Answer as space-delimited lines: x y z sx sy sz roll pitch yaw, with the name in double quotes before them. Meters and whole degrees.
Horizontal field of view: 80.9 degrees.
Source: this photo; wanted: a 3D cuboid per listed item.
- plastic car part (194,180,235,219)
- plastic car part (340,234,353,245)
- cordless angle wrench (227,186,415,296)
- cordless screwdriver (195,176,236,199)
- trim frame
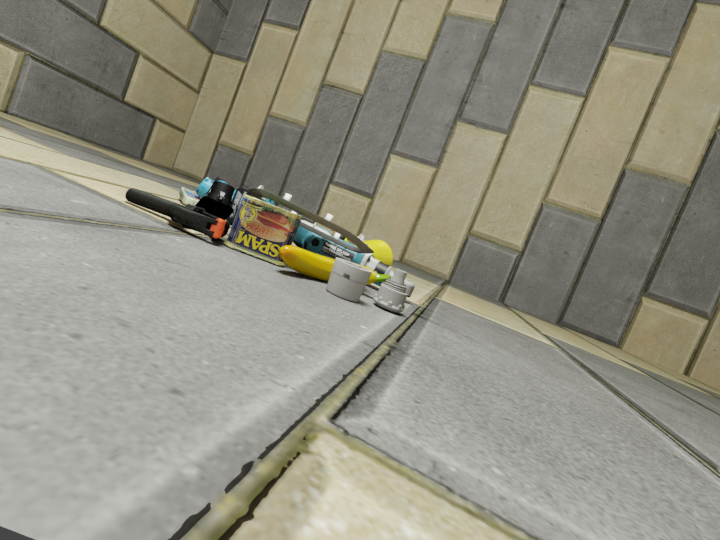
"plastic car part" -0.280 -0.134 0.825 0.064 0.067 0.210 30 -9 -22
"plastic car part" -0.054 -0.052 1.051 0.069 0.071 0.111 22 1 23
"cordless angle wrench" -0.085 -0.056 0.870 0.439 0.097 0.072 26 9 19
"cordless screwdriver" -0.363 -0.187 1.158 0.154 0.074 0.256 39 0 -18
"trim frame" -0.088 -0.089 0.748 0.252 0.027 0.181 25 -7 6
